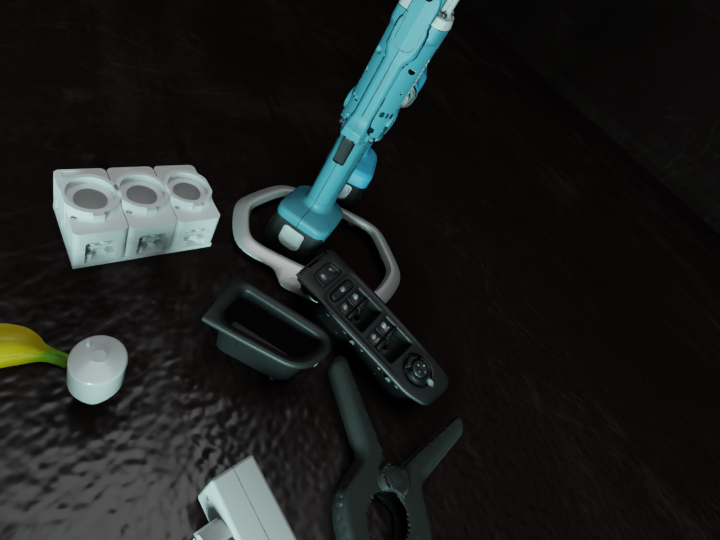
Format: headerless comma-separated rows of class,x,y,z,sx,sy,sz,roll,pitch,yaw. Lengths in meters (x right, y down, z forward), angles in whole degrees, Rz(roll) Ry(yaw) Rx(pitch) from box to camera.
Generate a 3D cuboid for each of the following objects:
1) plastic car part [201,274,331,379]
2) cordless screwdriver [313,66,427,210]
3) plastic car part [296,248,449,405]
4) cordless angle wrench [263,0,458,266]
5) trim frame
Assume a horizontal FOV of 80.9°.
plastic car part,-0.096,0.071,0.417,0.116,0.071,0.066,32,41,-1
cordless screwdriver,0.010,-0.187,0.598,0.073,0.249,0.162,26,42,-13
plastic car part,0.007,0.073,0.481,0.208,0.067,0.065,43,41,11
cordless angle wrench,0.009,-0.167,0.446,0.074,0.423,0.098,36,41,-2
trim frame,-0.057,-0.037,0.580,0.244,0.027,0.187,24,42,-9
